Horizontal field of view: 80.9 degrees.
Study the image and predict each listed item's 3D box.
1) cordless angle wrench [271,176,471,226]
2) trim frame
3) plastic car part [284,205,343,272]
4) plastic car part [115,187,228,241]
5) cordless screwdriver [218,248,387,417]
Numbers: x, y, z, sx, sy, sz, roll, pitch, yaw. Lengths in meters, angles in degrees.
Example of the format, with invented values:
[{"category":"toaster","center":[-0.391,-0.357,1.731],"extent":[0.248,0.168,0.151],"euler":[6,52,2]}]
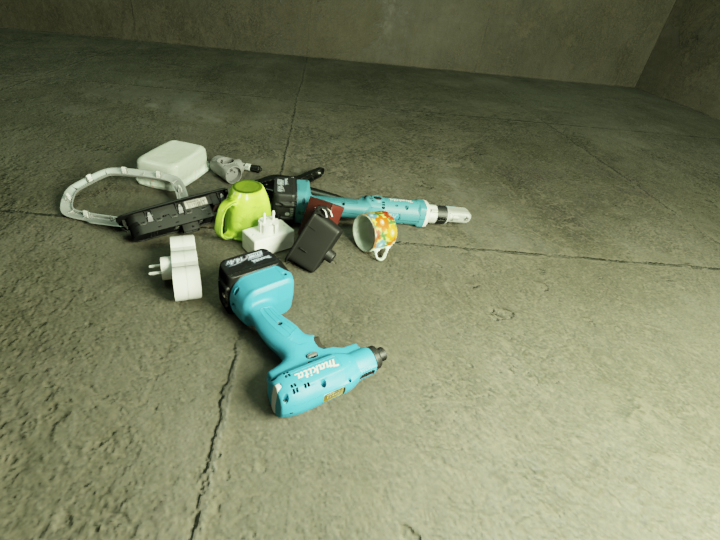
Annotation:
[{"category":"cordless angle wrench","center":[0.028,-0.129,0.882],"extent":[0.418,0.073,0.101],"euler":[4,35,-7]},{"category":"trim frame","center":[-0.469,-0.149,0.847],"extent":[0.249,0.027,0.189],"euler":[8,48,0]},{"category":"plastic car part","center":[-0.071,-0.047,0.728],"extent":[0.072,0.116,0.065],"euler":[33,12,8]},{"category":"plastic car part","center":[-0.340,-0.097,0.782],"extent":[0.197,0.067,0.068],"euler":[-17,-2,-27]},{"category":"cordless screwdriver","center":[-0.090,0.068,0.581],"extent":[0.154,0.073,0.263],"euler":[-16,44,-30]}]
